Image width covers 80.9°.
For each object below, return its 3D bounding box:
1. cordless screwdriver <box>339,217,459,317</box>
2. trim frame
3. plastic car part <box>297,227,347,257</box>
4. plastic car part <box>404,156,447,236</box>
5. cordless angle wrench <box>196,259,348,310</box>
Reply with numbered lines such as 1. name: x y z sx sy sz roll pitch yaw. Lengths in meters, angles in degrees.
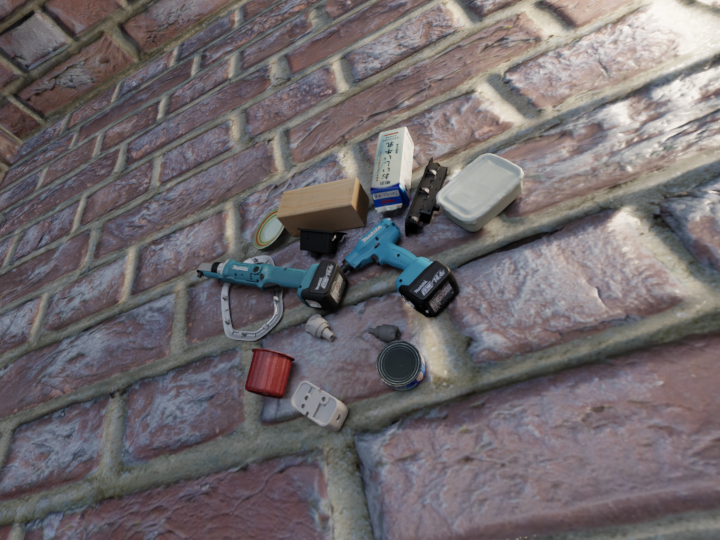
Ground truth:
1. cordless screwdriver: 0.069 0.001 0.878 0.159 0.070 0.263 -42 45 -2
2. trim frame: -0.272 0.063 1.055 0.186 0.026 0.260 -27 48 9
3. plastic car part: -0.100 -0.066 1.025 0.122 0.063 0.071 4 90 33
4. plastic car part: 0.153 -0.171 0.954 0.070 0.063 0.205 8 63 21
5. cordless angle wrench: -0.237 0.014 1.014 0.443 0.070 0.099 6 59 30
